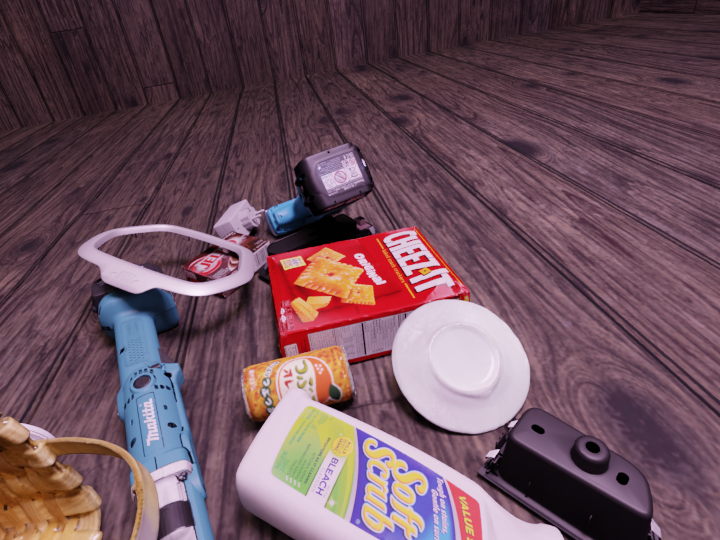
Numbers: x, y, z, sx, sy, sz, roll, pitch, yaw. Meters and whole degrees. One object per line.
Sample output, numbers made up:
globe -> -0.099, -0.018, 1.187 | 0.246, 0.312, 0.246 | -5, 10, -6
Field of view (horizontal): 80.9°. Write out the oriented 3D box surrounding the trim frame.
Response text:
trim frame -> -0.262, -0.019, 0.586 | 0.256, 0.027, 0.182 | 17, 25, 15

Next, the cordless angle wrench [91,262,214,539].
cordless angle wrench -> -0.214, 0.130, 0.434 | 0.096, 0.072, 0.447 | -22, 37, -21

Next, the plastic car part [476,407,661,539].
plastic car part -> 0.155, 0.145, 0.308 | 0.064, 0.068, 0.123 | -34, 37, -32

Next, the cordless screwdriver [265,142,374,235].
cordless screwdriver -> -0.054, -0.122, 0.672 | 0.156, 0.074, 0.254 | -24, 3, -23

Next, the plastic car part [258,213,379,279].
plastic car part -> -0.064, -0.042, 0.656 | 0.199, 0.064, 0.070 | -29, 45, -22
